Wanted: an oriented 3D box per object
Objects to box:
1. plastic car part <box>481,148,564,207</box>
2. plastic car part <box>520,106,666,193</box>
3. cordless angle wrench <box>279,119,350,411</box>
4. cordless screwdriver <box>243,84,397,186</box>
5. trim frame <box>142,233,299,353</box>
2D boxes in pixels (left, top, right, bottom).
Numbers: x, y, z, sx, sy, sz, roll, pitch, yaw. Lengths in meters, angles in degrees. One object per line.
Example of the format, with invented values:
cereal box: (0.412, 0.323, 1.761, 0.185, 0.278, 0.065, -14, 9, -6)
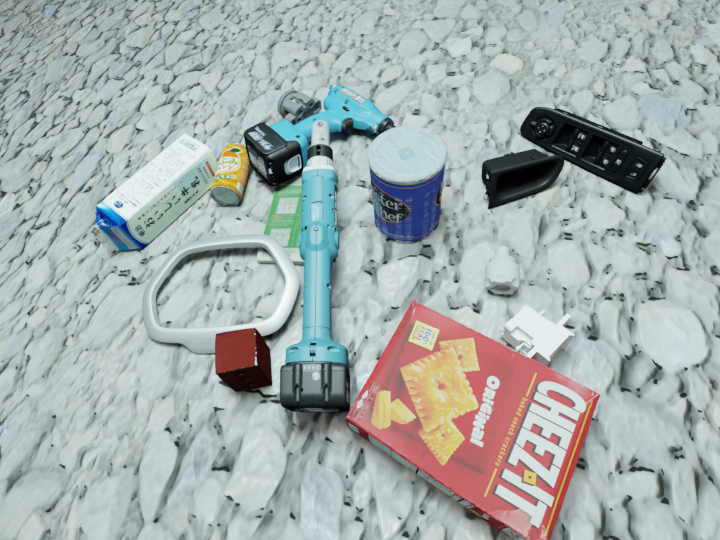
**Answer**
plastic car part: (0.236, -0.153, 0.650, 0.116, 0.063, 0.074, -19, 43, -6)
plastic car part: (0.353, -0.202, 0.652, 0.213, 0.064, 0.066, 36, 60, 28)
cordless angle wrench: (-0.056, -0.037, 0.574, 0.075, 0.095, 0.433, -3, 65, 3)
cordless screwdriver: (-0.068, -0.235, 0.740, 0.245, 0.072, 0.167, -37, 59, -23)
trim frame: (-0.210, 0.029, 0.628, 0.252, 0.026, 0.189, -6, 60, 8)
